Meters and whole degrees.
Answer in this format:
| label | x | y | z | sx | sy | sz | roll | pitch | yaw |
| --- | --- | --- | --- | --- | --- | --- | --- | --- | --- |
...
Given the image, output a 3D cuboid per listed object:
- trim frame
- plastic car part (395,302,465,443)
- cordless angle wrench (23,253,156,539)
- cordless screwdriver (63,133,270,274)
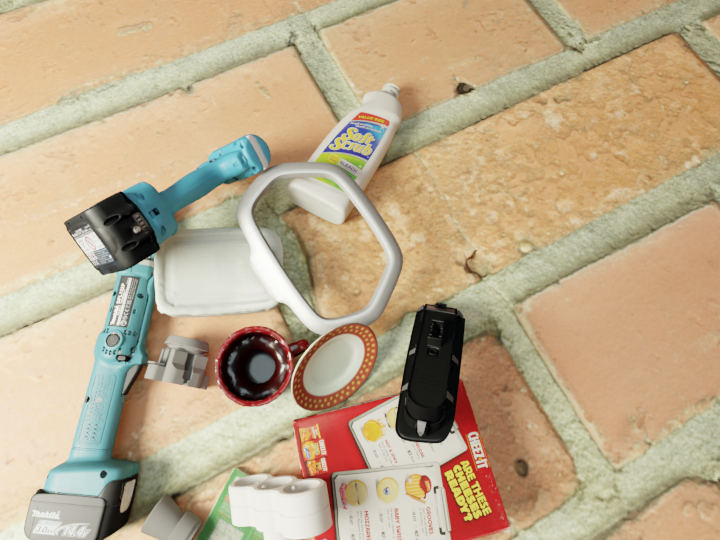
| label | x | y | z | sx | sy | sz | roll | pitch | yaw |
| --- | --- | --- | --- | --- | --- | --- | --- | --- | --- |
| trim frame | -0.055 | -0.036 | 0.560 | 0.182 | 0.027 | 0.251 | -34 | 84 | -12 |
| plastic car part | 0.089 | 0.107 | 0.506 | 0.068 | 0.065 | 0.204 | 12 | 44 | 10 |
| cordless angle wrench | -0.311 | 0.097 | 0.553 | 0.098 | 0.073 | 0.431 | 4 | 69 | -2 |
| cordless screwdriver | -0.242 | -0.094 | 0.544 | 0.246 | 0.166 | 0.072 | -47 | 120 | -38 |
